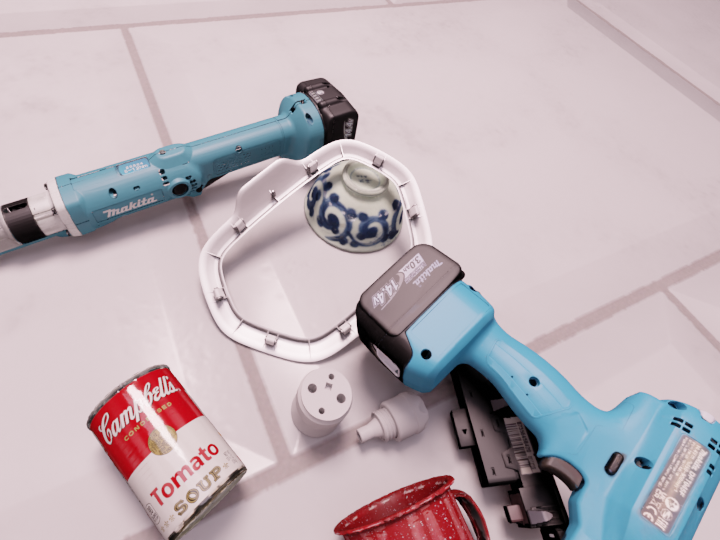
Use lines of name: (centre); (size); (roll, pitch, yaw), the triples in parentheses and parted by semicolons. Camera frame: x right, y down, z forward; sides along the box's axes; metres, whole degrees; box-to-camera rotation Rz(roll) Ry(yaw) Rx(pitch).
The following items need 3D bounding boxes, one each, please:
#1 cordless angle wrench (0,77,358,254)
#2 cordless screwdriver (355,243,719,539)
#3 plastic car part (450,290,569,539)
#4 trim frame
cordless angle wrench: (-0.199, -0.102, 0.449); (0.414, 0.096, 0.078); (-26, 64, -21)
cordless screwdriver: (0.099, 0.101, 0.311); (0.260, 0.071, 0.158); (36, 71, 25)
plastic car part: (0.113, 0.119, 0.377); (0.068, 0.063, 0.209); (-12, 58, 9)
trim frame: (-0.041, -0.027, 0.418); (0.247, 0.027, 0.187); (-41, 81, -9)
